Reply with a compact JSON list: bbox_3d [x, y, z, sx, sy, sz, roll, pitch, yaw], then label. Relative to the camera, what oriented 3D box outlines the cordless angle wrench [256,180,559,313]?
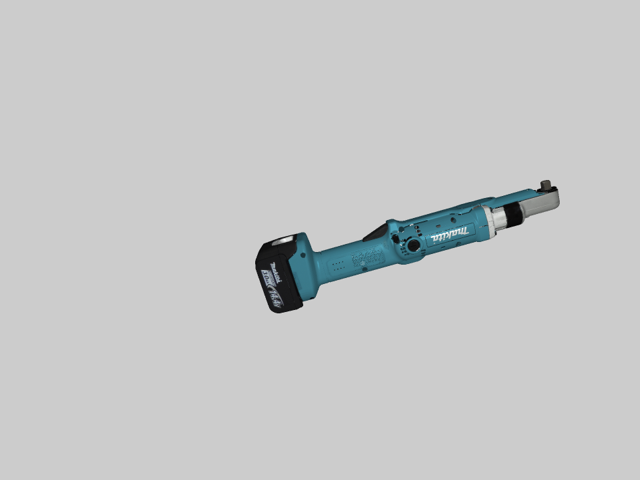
[{"bbox_3d":[0.123,0.000,0.595,0.423,0.098,0.074,-16,14,3],"label":"cordless angle wrench"}]
